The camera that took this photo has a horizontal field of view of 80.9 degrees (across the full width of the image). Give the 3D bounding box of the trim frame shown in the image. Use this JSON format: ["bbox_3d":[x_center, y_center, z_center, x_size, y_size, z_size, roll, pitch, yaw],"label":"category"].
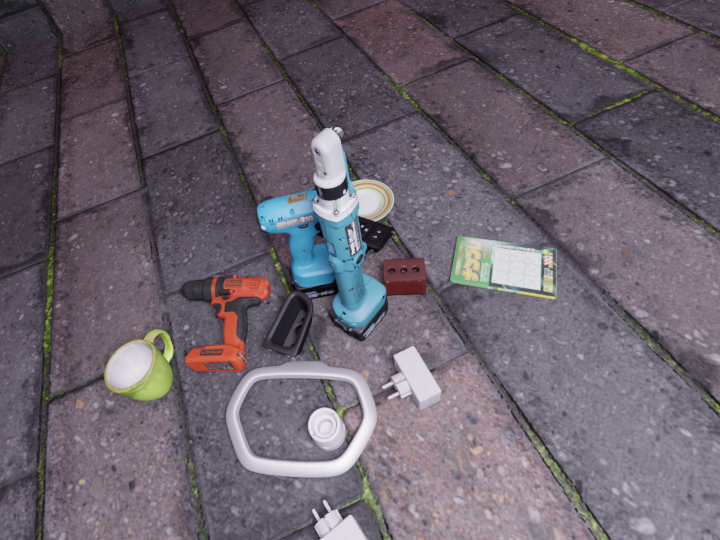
[{"bbox_3d":[-0.098,0.232,0.687,0.252,0.026,0.189,-4,54,9],"label":"trim frame"}]

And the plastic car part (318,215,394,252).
[{"bbox_3d":[-0.032,-0.085,0.876,0.212,0.064,0.066,25,62,26],"label":"plastic car part"}]

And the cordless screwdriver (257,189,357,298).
[{"bbox_3d":[-0.073,-0.048,0.750,0.159,0.239,0.077,-13,54,0],"label":"cordless screwdriver"}]

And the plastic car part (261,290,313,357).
[{"bbox_3d":[-0.116,0.104,0.756,0.068,0.068,0.117,12,58,18],"label":"plastic car part"}]

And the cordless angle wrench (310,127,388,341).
[{"bbox_3d":[-0.020,-0.029,0.621,0.078,0.406,0.097,32,65,26],"label":"cordless angle wrench"}]
